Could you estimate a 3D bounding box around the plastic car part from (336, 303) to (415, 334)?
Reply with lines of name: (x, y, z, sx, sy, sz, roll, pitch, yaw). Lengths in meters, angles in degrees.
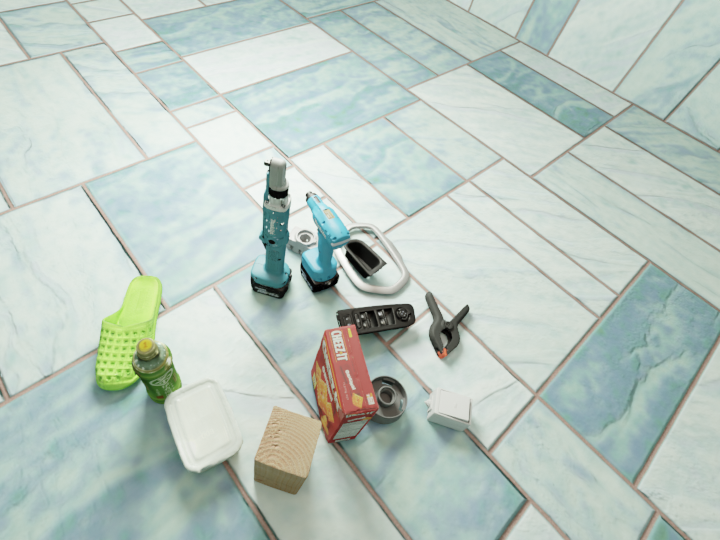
plastic car part: (0.039, 0.125, 1.029, 0.199, 0.066, 0.069, -8, 56, -15)

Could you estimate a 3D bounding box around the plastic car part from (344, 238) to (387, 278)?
plastic car part: (0.002, -0.026, 1.133, 0.064, 0.069, 0.121, -33, 65, -30)

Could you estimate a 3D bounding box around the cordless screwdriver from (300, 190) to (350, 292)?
cordless screwdriver: (-0.101, -0.066, 1.038, 0.072, 0.244, 0.166, -20, 61, -25)

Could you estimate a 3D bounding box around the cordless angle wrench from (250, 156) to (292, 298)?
cordless angle wrench: (-0.188, -0.081, 0.929, 0.098, 0.416, 0.075, 18, 53, -1)

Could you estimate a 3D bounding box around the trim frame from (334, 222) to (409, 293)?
trim frame: (0.029, -0.037, 1.172, 0.180, 0.027, 0.260, -21, 59, -22)
